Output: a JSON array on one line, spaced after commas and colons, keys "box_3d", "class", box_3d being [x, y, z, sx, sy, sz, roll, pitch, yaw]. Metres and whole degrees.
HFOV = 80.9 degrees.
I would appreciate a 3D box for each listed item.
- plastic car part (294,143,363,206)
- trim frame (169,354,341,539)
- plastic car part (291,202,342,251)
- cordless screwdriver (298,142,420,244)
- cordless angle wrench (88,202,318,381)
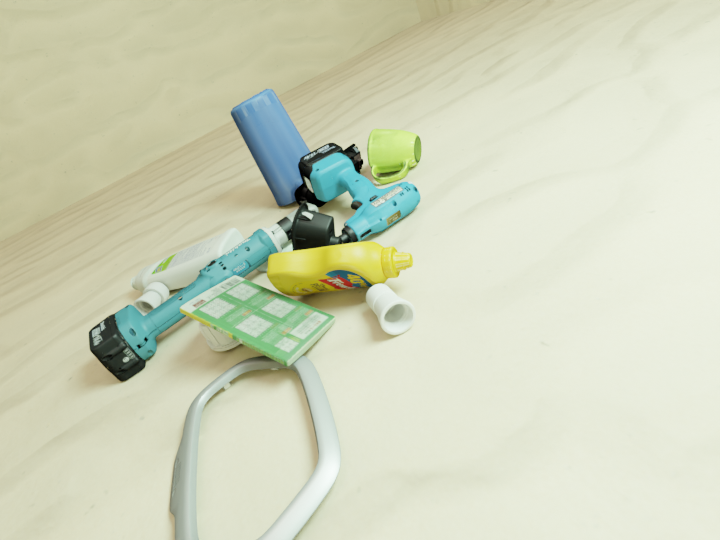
[{"box_3d": [-0.058, -0.197, 0.928, 0.070, 0.064, 0.200, 36, 62, 29], "class": "plastic car part"}, {"box_3d": [-0.115, 0.176, 0.435, 0.183, 0.026, 0.260, -27, 33, -4], "class": "trim frame"}, {"box_3d": [-0.064, -0.042, 0.658, 0.073, 0.113, 0.066, 15, 42, 14], "class": "plastic car part"}, {"box_3d": [-0.032, -0.140, 0.771, 0.157, 0.071, 0.263, -35, 46, -17], "class": "cordless screwdriver"}, {"box_3d": [-0.238, 0.009, 0.710, 0.418, 0.071, 0.103, -38, 32, -17], "class": "cordless angle wrench"}]
